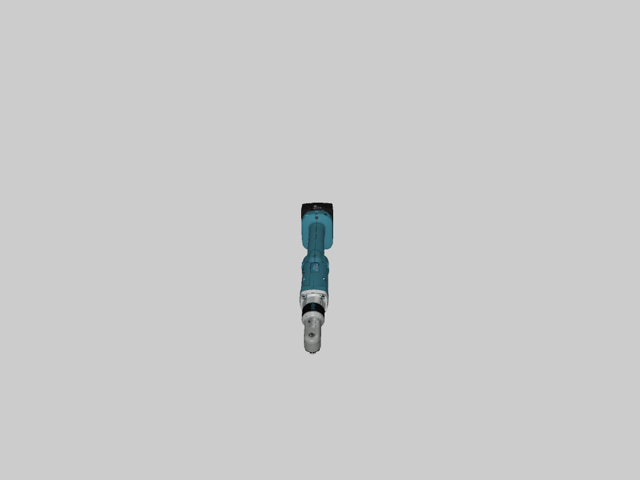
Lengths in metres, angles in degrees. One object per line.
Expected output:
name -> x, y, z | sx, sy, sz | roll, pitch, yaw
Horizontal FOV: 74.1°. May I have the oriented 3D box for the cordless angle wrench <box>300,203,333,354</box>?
cordless angle wrench -> -0.010, 0.056, 0.850 | 0.074, 0.098, 0.421 | -1, 32, 2
